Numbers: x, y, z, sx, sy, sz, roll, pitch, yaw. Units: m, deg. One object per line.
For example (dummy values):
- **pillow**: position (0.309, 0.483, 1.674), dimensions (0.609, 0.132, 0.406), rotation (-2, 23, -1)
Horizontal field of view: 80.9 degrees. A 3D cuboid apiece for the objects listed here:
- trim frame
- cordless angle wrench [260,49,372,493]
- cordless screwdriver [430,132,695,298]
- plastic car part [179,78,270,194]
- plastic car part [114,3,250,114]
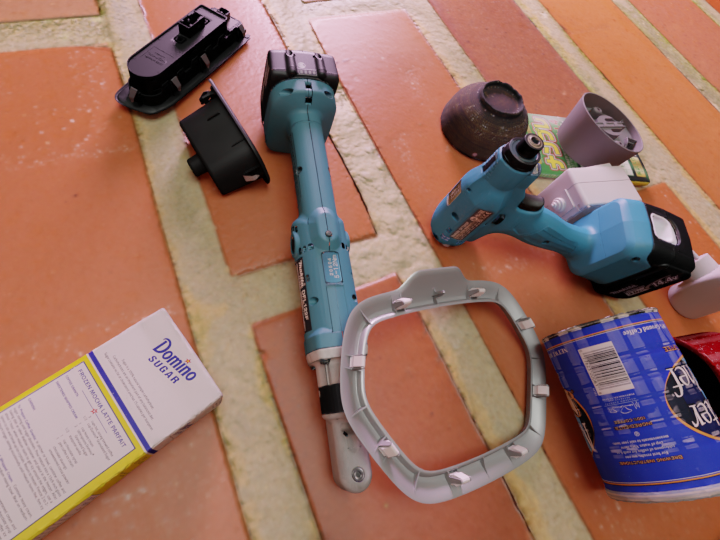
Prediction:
- **trim frame**: position (0.088, 0.088, 0.375), dimensions (0.239, 0.028, 0.188), rotation (-5, 72, -30)
- **cordless angle wrench**: position (-0.040, -0.026, 0.408), dimensions (0.072, 0.098, 0.434), rotation (-2, 67, -20)
- **cordless screwdriver**: position (0.217, -0.053, 0.433), dimensions (0.246, 0.158, 0.075), rotation (16, 63, -7)
- **plastic car part**: position (-0.156, -0.133, 0.459), dimensions (0.070, 0.065, 0.119), rotation (-29, 76, -9)
- **plastic car part**: position (-0.211, -0.264, 0.511), dimensions (0.066, 0.067, 0.203), rotation (32, 64, -6)
